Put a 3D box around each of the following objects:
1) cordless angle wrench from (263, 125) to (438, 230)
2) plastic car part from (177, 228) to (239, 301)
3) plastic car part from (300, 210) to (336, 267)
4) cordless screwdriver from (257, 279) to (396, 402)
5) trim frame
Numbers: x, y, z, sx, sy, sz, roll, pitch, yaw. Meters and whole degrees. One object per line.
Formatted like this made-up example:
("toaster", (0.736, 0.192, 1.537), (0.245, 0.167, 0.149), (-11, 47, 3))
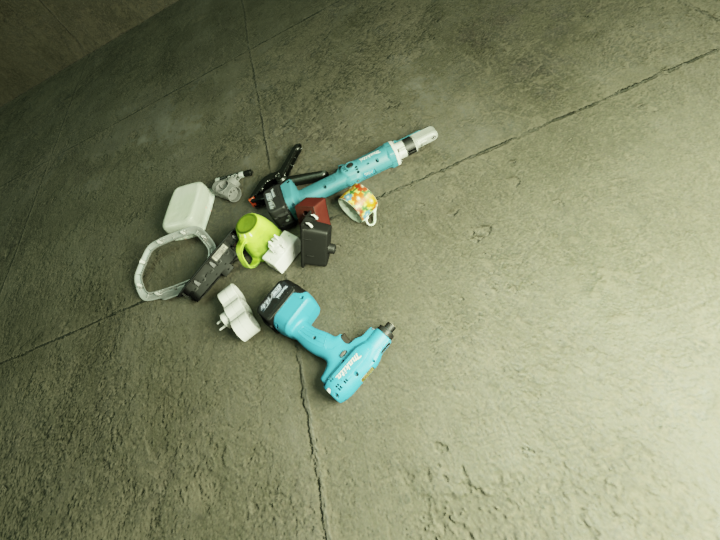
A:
("cordless angle wrench", (-0.020, -0.227, 0.983), (0.426, 0.070, 0.102), (-24, 52, 7))
("plastic car part", (-0.343, -0.004, 0.990), (0.202, 0.066, 0.067), (-48, 9, -8))
("plastic car part", (-0.087, -0.057, 0.886), (0.073, 0.113, 0.066), (9, 34, 12))
("cordless screwdriver", (-0.067, 0.103, 0.784), (0.263, 0.070, 0.158), (35, 78, 34))
("trim frame", (-0.473, -0.017, 1.070), (0.252, 0.026, 0.190), (-18, 66, 12))
